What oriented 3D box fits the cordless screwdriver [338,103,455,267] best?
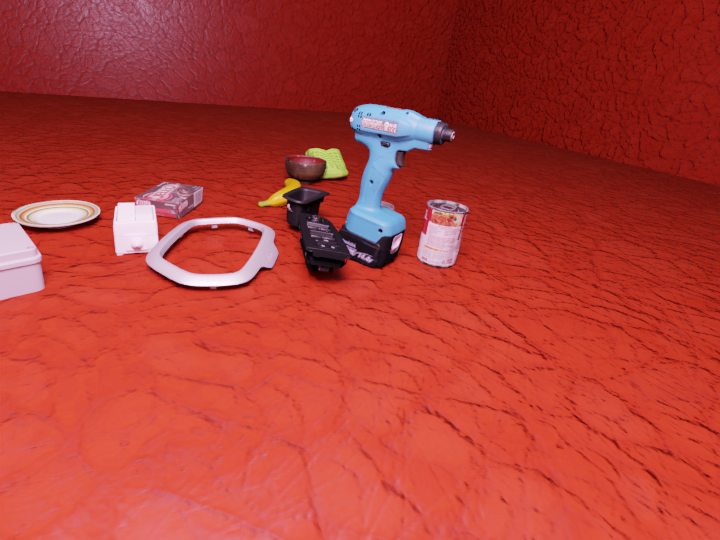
[{"bbox_3d":[0.048,-0.126,0.668,0.167,0.244,0.072,22,27,29],"label":"cordless screwdriver"}]

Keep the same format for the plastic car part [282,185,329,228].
[{"bbox_3d":[-0.114,-0.118,0.819,0.068,0.069,0.115,14,26,14],"label":"plastic car part"}]

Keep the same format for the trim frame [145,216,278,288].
[{"bbox_3d":[-0.225,-0.036,0.671,0.184,0.027,0.253,6,25,-1],"label":"trim frame"}]

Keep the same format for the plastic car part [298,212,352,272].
[{"bbox_3d":[-0.066,-0.043,0.677,0.065,0.066,0.211,1,25,-13],"label":"plastic car part"}]
